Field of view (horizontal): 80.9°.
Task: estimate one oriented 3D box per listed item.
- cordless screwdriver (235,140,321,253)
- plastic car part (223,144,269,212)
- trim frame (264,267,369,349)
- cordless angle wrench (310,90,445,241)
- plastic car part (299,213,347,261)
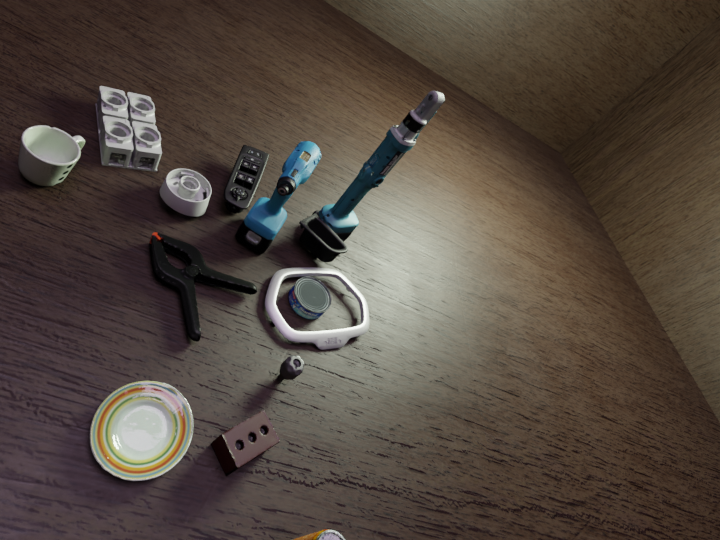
[{"bbox_3d":[-0.168,-0.127,0.823,0.073,0.251,0.161,34,40,-13],"label":"cordless screwdriver"},{"bbox_3d":[-0.267,-0.203,0.962,0.064,0.067,0.208,24,42,-21],"label":"plastic car part"},{"bbox_3d":[-0.085,0.073,0.874,0.237,0.028,0.192,0,53,-37],"label":"trim frame"},{"bbox_3d":[0.028,-0.210,0.914,0.093,0.426,0.077,-5,60,-43],"label":"cordless angle wrench"},{"bbox_3d":[-0.094,-0.061,0.958,0.118,0.071,0.064,47,40,8],"label":"plastic car part"}]
